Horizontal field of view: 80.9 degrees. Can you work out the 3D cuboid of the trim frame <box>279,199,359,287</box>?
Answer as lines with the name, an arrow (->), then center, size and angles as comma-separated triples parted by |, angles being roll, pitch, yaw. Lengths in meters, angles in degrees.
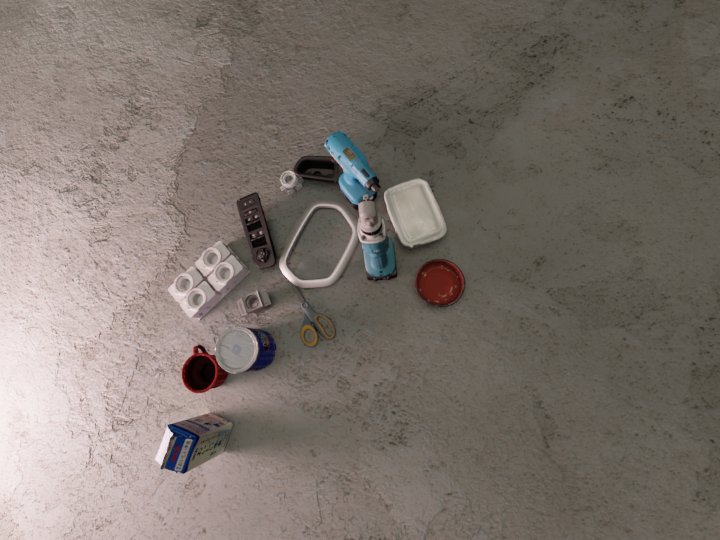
trim frame -> -0.107, -0.070, 1.092 | 0.190, 0.027, 0.249 | 24, 82, 15

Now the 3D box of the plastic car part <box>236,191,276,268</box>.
plastic car part -> -0.267, -0.098, 1.110 | 0.067, 0.065, 0.208 | -19, 74, 4

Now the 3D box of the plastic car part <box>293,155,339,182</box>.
plastic car part -> -0.111, -0.262, 1.119 | 0.119, 0.069, 0.066 | 7, 79, 11

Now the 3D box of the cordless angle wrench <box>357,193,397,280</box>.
cordless angle wrench -> 0.031, -0.057, 0.862 | 0.075, 0.411, 0.099 | -6, 78, 5

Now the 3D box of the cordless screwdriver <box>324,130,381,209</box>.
cordless screwdriver -> -0.003, -0.210, 0.995 | 0.074, 0.242, 0.164 | -38, 76, -2
